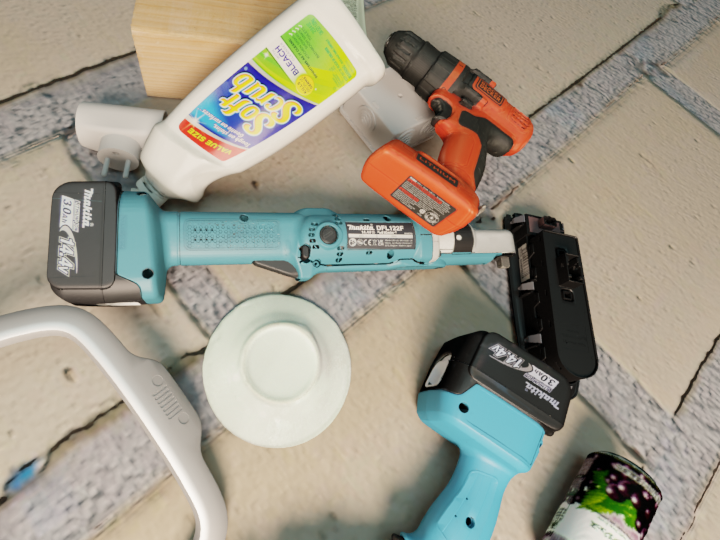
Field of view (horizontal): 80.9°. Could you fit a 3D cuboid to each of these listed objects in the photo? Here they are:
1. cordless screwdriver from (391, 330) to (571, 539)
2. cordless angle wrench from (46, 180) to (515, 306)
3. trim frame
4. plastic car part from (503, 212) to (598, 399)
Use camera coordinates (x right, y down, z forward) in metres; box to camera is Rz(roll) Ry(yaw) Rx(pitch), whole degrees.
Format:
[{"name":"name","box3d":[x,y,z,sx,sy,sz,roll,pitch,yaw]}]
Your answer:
[{"name":"cordless screwdriver","box3d":[0.054,0.164,0.323,0.160,0.074,0.249,27,67,1]},{"name":"cordless angle wrench","box3d":[-0.038,-0.025,0.392,0.412,0.075,0.099,-2,79,-16]},{"name":"trim frame","box3d":[-0.201,0.143,0.284,0.181,0.028,0.250,-37,86,-23]},{"name":"plastic car part","box3d":[0.195,0.026,0.423,0.065,0.067,0.206,14,66,-16]}]
